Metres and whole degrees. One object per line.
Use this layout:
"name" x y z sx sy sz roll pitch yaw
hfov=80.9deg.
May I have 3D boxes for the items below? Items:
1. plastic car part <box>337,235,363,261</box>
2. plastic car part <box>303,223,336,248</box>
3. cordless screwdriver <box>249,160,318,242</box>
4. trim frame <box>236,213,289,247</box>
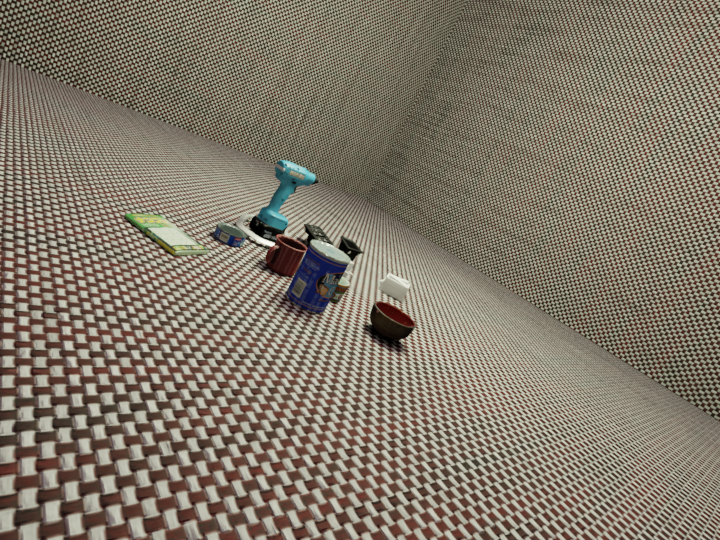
"plastic car part" -0.048 -0.068 1.499 0.063 0.071 0.122 20 16 -27
"plastic car part" -0.140 -0.091 1.430 0.063 0.067 0.214 17 17 -35
"cordless screwdriver" -0.234 -0.210 1.317 0.151 0.248 0.079 12 21 -48
"trim frame" -0.302 -0.123 1.339 0.181 0.027 0.254 24 15 -11
